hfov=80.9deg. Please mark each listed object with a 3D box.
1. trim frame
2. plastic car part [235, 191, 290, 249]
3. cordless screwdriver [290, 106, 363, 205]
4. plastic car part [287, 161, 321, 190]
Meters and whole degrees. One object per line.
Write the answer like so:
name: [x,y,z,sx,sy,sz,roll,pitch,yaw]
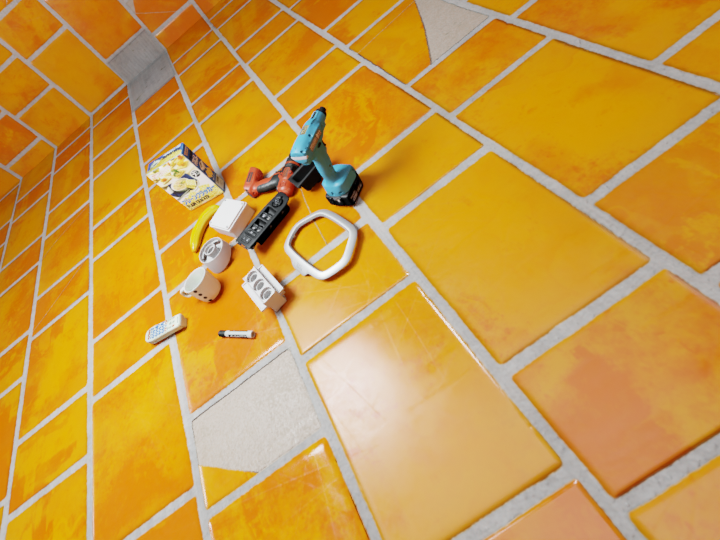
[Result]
trim frame: [-0.109,-0.071,1.116,0.184,0.026,0.263,-50,48,-5]
plastic car part: [-0.271,-0.139,1.238,0.070,0.063,0.203,26,77,40]
cordless screwdriver: [-0.077,-0.288,1.095,0.078,0.235,0.160,6,64,34]
plastic car part: [-0.146,-0.281,1.248,0.116,0.067,0.070,-46,48,-2]
